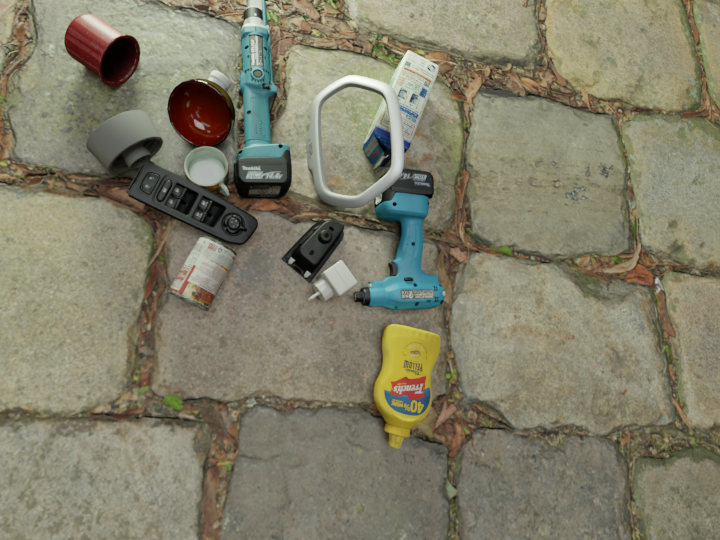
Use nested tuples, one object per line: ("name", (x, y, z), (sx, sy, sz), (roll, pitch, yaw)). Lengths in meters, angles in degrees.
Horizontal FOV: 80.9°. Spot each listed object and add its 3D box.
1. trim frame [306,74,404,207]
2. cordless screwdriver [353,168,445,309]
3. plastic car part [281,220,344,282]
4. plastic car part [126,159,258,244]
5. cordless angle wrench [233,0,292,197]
("trim frame", (-0.015, -0.231, 0.754), (0.189, 0.026, 0.251), (-8, 82, 20))
("cordless screwdriver", (0.061, -0.055, 0.757), (0.156, 0.075, 0.251), (-1, 81, -13))
("plastic car part", (-0.071, -0.046, 0.726), (0.066, 0.072, 0.116), (40, 75, -5))
("plastic car part", (-0.271, -0.098, 0.695), (0.199, 0.068, 0.067), (25, 66, -11))
("cordless angle wrench", (-0.188, -0.342, 0.774), (0.096, 0.075, 0.430), (-2, 75, -15))
